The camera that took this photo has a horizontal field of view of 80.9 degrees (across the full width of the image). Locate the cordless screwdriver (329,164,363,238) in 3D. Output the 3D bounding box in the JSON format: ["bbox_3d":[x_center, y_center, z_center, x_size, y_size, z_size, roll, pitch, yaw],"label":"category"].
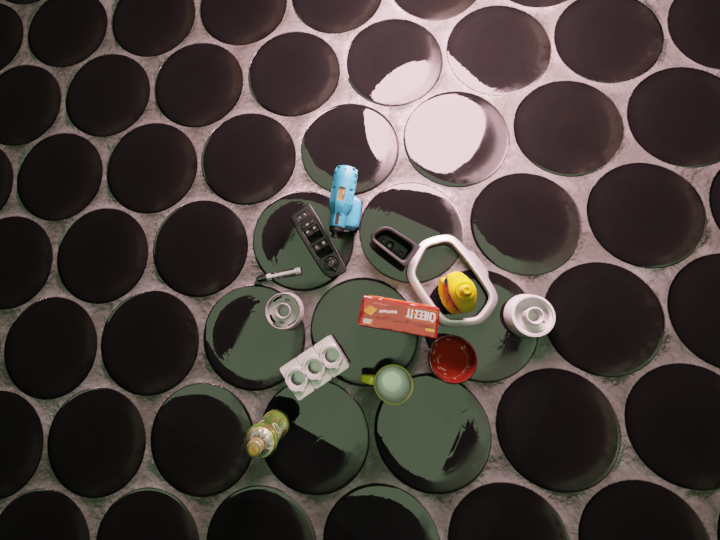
[{"bbox_3d":[-0.040,-0.136,1.013,0.075,0.245,0.160,9,83,2],"label":"cordless screwdriver"}]

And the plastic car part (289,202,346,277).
[{"bbox_3d":[-0.108,-0.070,1.100,0.066,0.066,0.207,-31,79,-1],"label":"plastic car part"}]

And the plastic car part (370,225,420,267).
[{"bbox_3d":[0.083,-0.064,1.075,0.119,0.069,0.066,36,85,9],"label":"plastic car part"}]

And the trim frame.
[{"bbox_3d":[0.230,0.027,1.065,0.184,0.027,0.254,-35,78,-1],"label":"trim frame"}]
